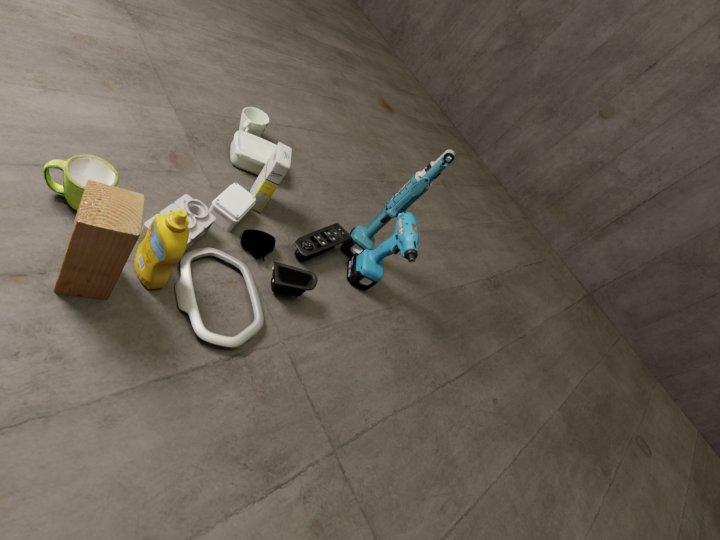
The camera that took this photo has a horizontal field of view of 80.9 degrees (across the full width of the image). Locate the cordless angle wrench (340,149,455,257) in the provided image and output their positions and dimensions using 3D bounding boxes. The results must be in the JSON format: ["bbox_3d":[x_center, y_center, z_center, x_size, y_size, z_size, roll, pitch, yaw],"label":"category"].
[{"bbox_3d":[0.101,-0.180,1.174,0.073,0.428,0.098,40,38,-11],"label":"cordless angle wrench"}]

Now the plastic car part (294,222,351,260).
[{"bbox_3d":[-0.115,-0.075,1.173,0.068,0.068,0.197,52,38,9],"label":"plastic car part"}]

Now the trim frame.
[{"bbox_3d":[-0.302,0.052,0.910,0.175,0.028,0.258,3,52,-41],"label":"trim frame"}]

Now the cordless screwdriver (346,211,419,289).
[{"bbox_3d":[0.064,-0.031,1.140,0.071,0.252,0.164,27,41,-26],"label":"cordless screwdriver"}]

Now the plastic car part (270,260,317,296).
[{"bbox_3d":[-0.168,0.033,1.015,0.111,0.072,0.068,18,45,-31],"label":"plastic car part"}]
